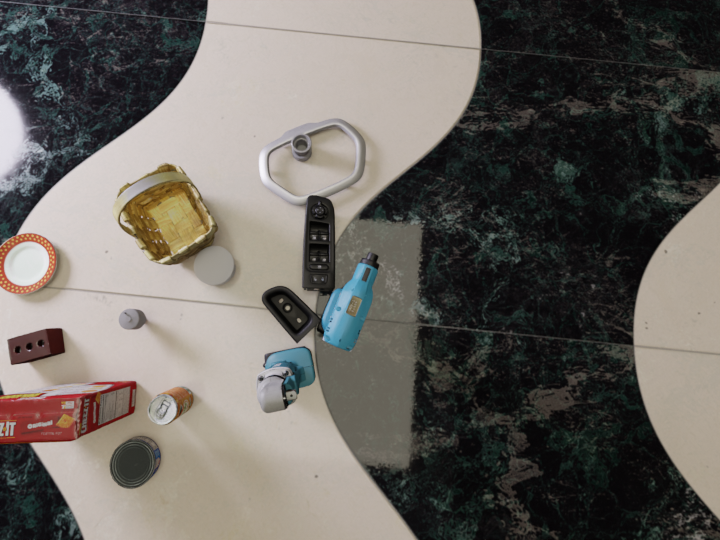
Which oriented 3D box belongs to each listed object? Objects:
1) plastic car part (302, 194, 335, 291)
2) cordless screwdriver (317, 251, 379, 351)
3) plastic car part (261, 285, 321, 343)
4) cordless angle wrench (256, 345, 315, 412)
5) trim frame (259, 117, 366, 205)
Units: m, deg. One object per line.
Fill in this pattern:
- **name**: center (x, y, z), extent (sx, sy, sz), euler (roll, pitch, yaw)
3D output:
- **plastic car part**: center (-0.086, -0.056, 0.880), extent (0.066, 0.066, 0.205), euler (1, 79, -4)
- **cordless screwdriver**: center (-0.019, 0.059, 0.766), extent (0.074, 0.247, 0.160), euler (23, 80, -2)
- **plastic car part**: center (-0.142, 0.080, 0.849), extent (0.066, 0.070, 0.118), euler (-43, 84, -10)
- **cordless angle wrench**: center (-0.120, 0.168, 0.654), extent (0.097, 0.421, 0.075), euler (-11, 83, -8)
- **trim frame**: center (-0.104, -0.245, 0.938), extent (0.247, 0.027, 0.187), euler (-26, 80, -6)
